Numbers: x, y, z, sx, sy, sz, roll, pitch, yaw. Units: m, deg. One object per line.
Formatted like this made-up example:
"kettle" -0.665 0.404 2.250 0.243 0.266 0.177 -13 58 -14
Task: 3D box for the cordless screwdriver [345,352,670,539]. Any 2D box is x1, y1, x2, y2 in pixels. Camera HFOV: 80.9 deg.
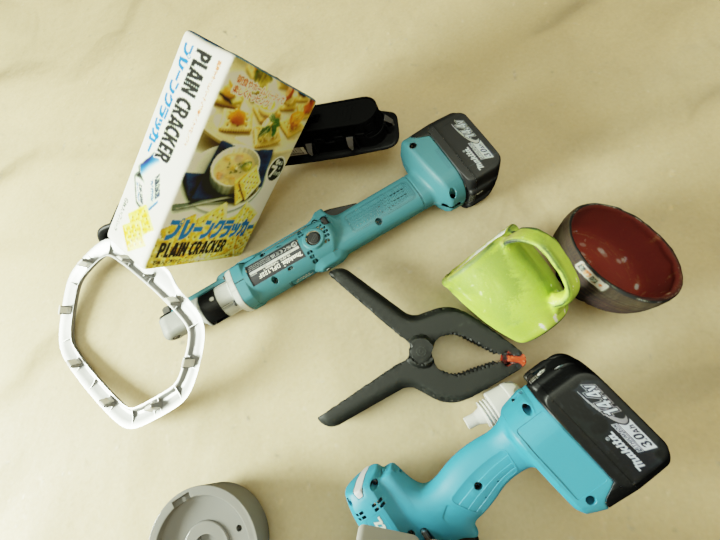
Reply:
"cordless screwdriver" 0.126 0.195 0.357 0.250 0.072 0.163 -38 79 11

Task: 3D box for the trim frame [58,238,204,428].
"trim frame" -0.280 0.066 0.497 0.260 0.026 0.184 33 94 26

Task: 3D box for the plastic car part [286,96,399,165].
"plastic car part" -0.053 -0.176 0.523 0.210 0.064 0.067 2 60 22

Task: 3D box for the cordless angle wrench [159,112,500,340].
"cordless angle wrench" -0.048 -0.031 0.490 0.424 0.071 0.101 -30 69 2

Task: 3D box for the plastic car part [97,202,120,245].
"plastic car part" -0.286 -0.071 0.558 0.118 0.063 0.073 -8 56 11
